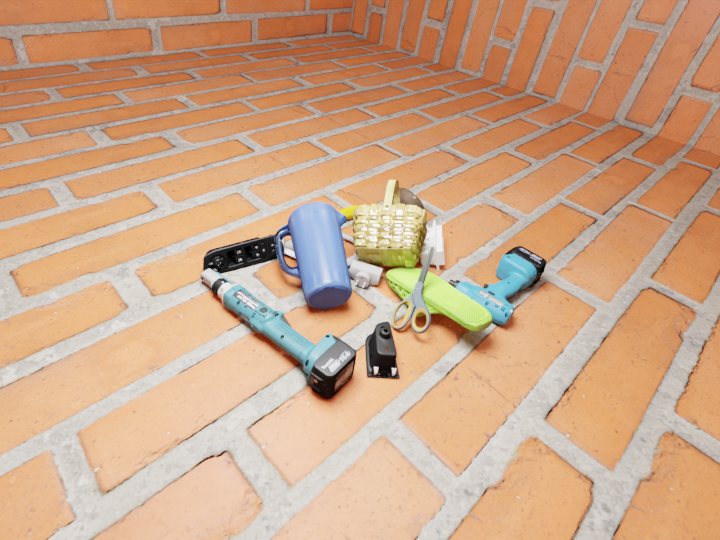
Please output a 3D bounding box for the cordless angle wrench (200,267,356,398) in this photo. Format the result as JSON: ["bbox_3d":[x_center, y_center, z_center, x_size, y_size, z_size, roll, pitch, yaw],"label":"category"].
[{"bbox_3d":[-0.202,0.103,0.893,0.444,0.072,0.096,29,44,28],"label":"cordless angle wrench"}]

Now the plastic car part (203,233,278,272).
[{"bbox_3d":[-0.304,-0.047,1.063,0.197,0.064,0.071,-21,38,-30],"label":"plastic car part"}]

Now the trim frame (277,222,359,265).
[{"bbox_3d":[-0.112,-0.073,1.149,0.256,0.027,0.183,18,42,16],"label":"trim frame"}]

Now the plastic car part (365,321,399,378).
[{"bbox_3d":[0.046,0.152,0.864,0.065,0.069,0.120,4,42,-8],"label":"plastic car part"}]

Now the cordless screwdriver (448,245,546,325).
[{"bbox_3d":[0.344,0.022,1.062,0.167,0.072,0.243,33,50,28],"label":"cordless screwdriver"}]
